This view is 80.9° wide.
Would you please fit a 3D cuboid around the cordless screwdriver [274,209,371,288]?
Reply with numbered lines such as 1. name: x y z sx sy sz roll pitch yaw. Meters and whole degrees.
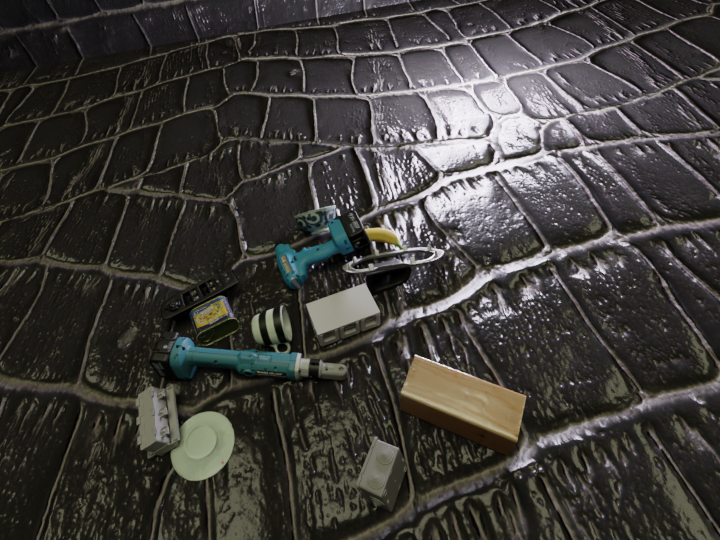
1. cordless screwdriver: -0.109 -0.071 1.114 0.249 0.070 0.167 -31 51 3

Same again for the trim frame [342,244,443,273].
1. trim frame: 0.077 -0.030 1.037 0.252 0.027 0.184 -7 15 9

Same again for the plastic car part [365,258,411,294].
1. plastic car part: 0.060 0.005 1.062 0.115 0.063 0.074 -18 36 -12

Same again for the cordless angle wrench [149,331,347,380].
1. cordless angle wrench: -0.240 0.202 0.922 0.428 0.094 0.076 3 47 7

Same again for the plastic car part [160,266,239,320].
1. plastic car part: -0.405 0.067 1.069 0.199 0.065 0.069 -27 60 -19
